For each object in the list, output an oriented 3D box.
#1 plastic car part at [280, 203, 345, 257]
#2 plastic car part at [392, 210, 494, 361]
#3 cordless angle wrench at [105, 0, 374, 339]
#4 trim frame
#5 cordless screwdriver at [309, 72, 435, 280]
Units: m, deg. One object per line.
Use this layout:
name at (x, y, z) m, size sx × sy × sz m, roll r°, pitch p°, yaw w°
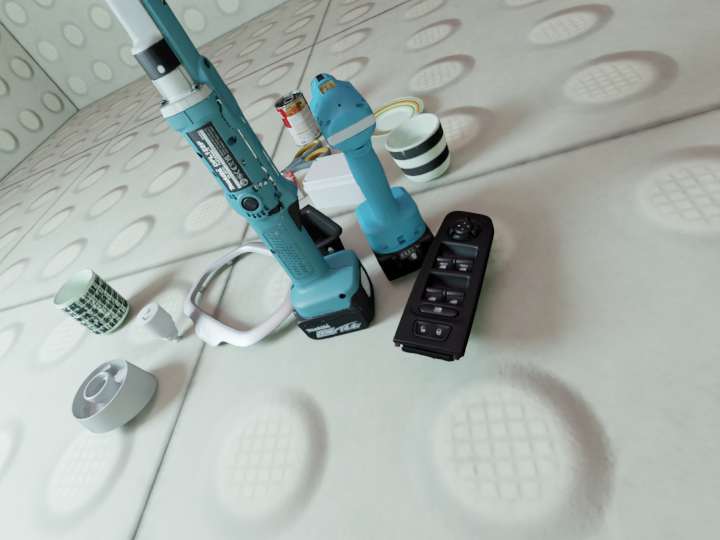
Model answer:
plastic car part at (-0.060, -0.039, 0.609) m, size 0.065 × 0.067 × 0.123 m, roll -40°, pitch 41°, yaw -11°
plastic car part at (0.102, 0.015, 0.455) m, size 0.069 × 0.064 × 0.204 m, roll 0°, pitch 49°, yaw 32°
cordless angle wrench at (-0.102, -0.081, 0.419) m, size 0.100 × 0.402 × 0.076 m, roll -16°, pitch 41°, yaw 17°
trim frame at (-0.181, 0.031, 0.649) m, size 0.262 × 0.026 × 0.183 m, roll 15°, pitch 59°, yaw 41°
cordless screwdriver at (0.009, -0.115, 0.510) m, size 0.075 × 0.236 × 0.166 m, roll -27°, pitch 39°, yaw 5°
